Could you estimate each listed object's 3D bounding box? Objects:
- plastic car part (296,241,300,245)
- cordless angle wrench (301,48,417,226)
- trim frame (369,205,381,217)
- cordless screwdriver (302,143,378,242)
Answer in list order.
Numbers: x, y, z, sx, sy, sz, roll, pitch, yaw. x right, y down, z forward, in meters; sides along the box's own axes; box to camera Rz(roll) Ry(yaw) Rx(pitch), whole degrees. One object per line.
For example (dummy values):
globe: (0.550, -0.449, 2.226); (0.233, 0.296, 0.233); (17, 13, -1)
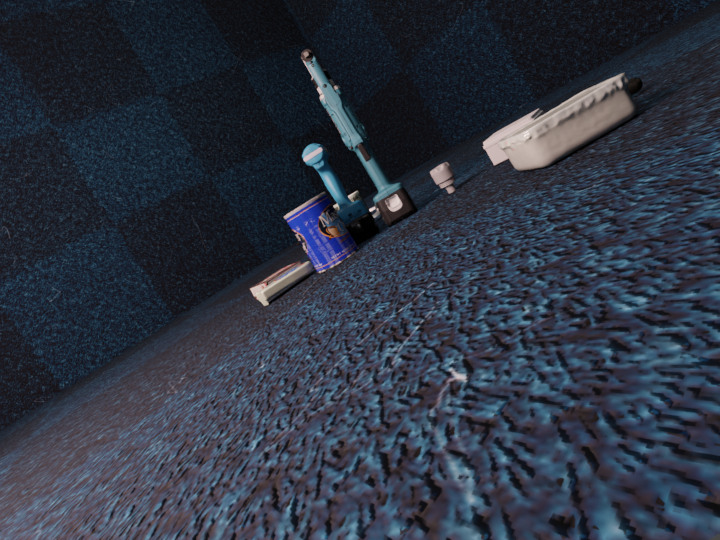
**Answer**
plastic car part: (-0.112, -0.073, 1.141); (0.065, 0.070, 0.120); (-35, 9, -31)
cordless angle wrench: (-0.012, -0.298, 0.938); (0.075, 0.420, 0.098); (-30, 4, 11)
trim frame: (0.014, -0.160, 1.318); (0.188, 0.027, 0.247); (-28, 11, 21)
cordless screwdriver: (-0.050, -0.187, 1.006); (0.075, 0.247, 0.159); (-30, 6, 9)
